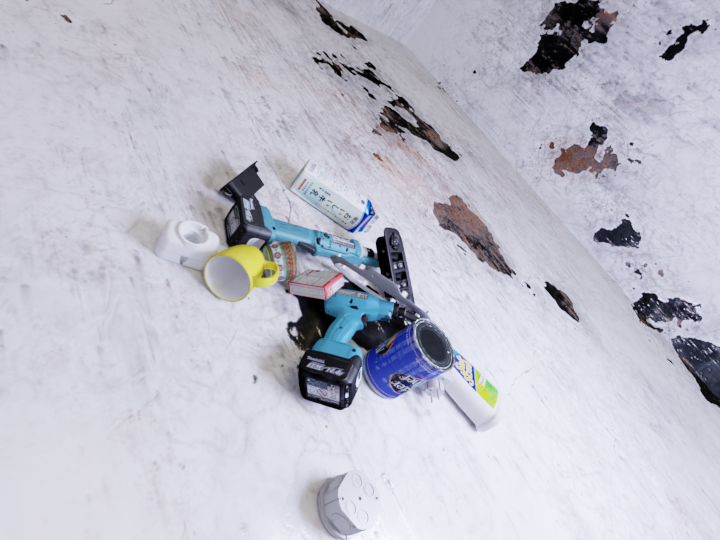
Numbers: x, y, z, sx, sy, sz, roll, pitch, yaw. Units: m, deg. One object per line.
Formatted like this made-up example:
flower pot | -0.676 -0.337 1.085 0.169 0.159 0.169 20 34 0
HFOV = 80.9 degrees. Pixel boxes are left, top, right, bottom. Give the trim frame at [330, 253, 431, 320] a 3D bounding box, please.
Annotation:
trim frame | 0.040 0.037 0.879 0.255 0.027 0.180 35 -9 11

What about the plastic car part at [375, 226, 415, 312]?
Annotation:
plastic car part | 0.077 -0.002 0.997 0.064 0.070 0.202 -9 91 -36

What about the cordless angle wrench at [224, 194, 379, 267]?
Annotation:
cordless angle wrench | -0.092 -0.060 0.942 0.401 0.075 0.102 14 45 -37

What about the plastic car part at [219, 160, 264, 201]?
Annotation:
plastic car part | -0.254 -0.181 0.933 0.069 0.067 0.117 48 36 -19

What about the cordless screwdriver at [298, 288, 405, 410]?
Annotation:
cordless screwdriver | -0.011 0.125 0.756 0.163 0.072 0.251 7 35 11
